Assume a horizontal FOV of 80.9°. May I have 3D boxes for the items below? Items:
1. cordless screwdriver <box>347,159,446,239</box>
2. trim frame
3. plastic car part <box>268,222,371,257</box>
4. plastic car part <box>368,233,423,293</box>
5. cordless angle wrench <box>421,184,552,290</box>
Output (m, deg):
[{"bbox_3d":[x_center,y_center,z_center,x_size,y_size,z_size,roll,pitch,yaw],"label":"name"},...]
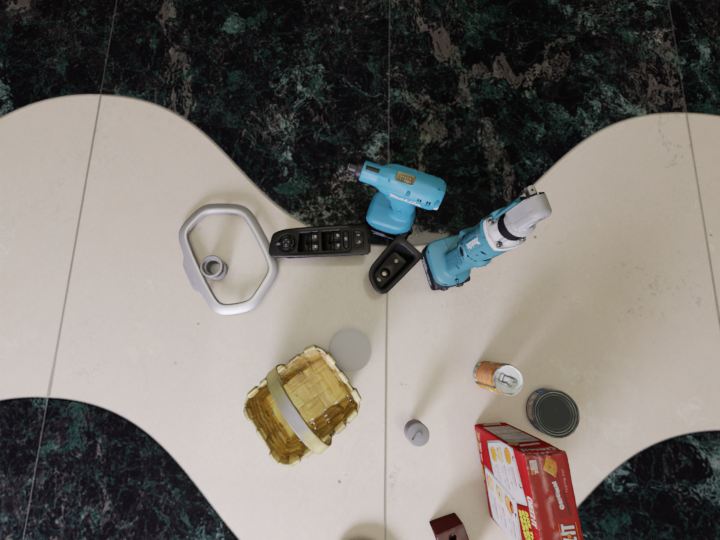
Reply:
[{"bbox_3d":[0.048,-0.130,0.784,0.160,0.246,0.075,20,80,1],"label":"cordless screwdriver"},{"bbox_3d":[-0.278,-0.029,0.878,0.183,0.027,0.253,-29,79,-5],"label":"trim frame"},{"bbox_3d":[-0.084,-0.055,0.861,0.203,0.066,0.067,-2,79,0],"label":"plastic car part"},{"bbox_3d":[0.059,-0.005,0.846,0.067,0.070,0.116,42,81,6],"label":"plastic car part"},{"bbox_3d":[0.185,-0.039,0.674,0.074,0.419,0.099,-14,82,-7],"label":"cordless angle wrench"}]
